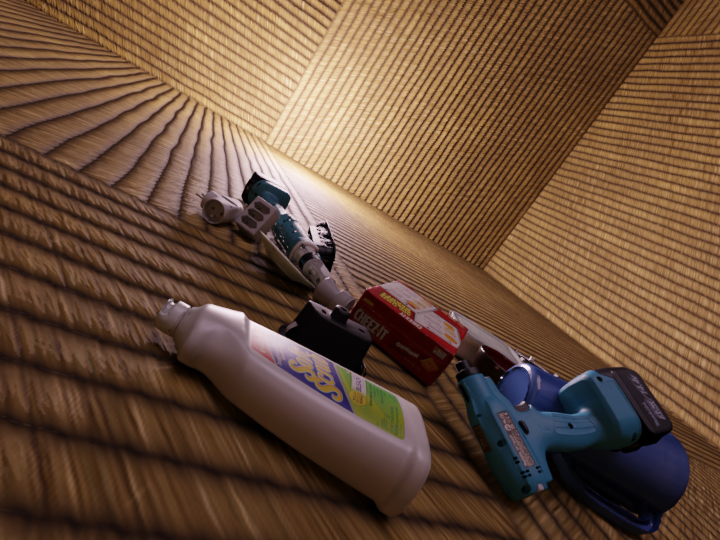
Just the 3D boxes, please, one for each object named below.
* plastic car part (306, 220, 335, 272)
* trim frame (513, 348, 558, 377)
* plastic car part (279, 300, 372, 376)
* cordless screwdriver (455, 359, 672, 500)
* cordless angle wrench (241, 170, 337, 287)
[{"bbox_3d":[-0.090,-0.059,0.919,0.065,0.066,0.211,17,17,-21],"label":"plastic car part"},{"bbox_3d":[0.484,0.282,1.085,0.176,0.027,0.260,24,17,-29],"label":"trim frame"},{"bbox_3d":[-0.033,0.079,0.517,0.113,0.071,0.068,32,11,-15],"label":"plastic car part"},{"bbox_3d":[0.249,0.174,0.542,0.241,0.073,0.166,-7,53,-21],"label":"cordless screwdriver"},{"bbox_3d":[-0.150,-0.086,0.870,0.093,0.074,0.446,22,18,-38],"label":"cordless angle wrench"}]
